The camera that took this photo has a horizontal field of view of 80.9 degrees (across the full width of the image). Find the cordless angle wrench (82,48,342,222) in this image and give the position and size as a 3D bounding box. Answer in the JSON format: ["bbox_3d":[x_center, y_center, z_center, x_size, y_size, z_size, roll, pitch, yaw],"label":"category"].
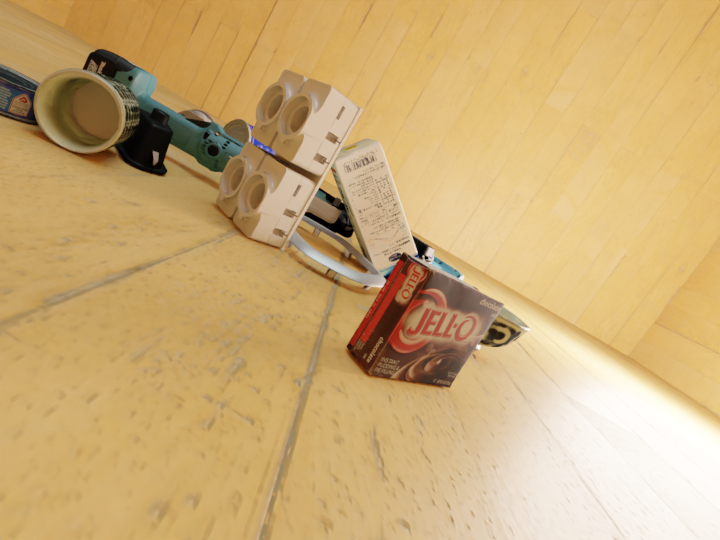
[{"bbox_3d":[-0.218,-0.185,0.645,0.420,0.098,0.075,30,11,-3],"label":"cordless angle wrench"}]

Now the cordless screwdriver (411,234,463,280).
[{"bbox_3d":[0.109,-0.029,0.884,0.168,0.074,0.236,37,8,32],"label":"cordless screwdriver"}]

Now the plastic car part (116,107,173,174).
[{"bbox_3d":[-0.269,-0.173,0.541,0.062,0.071,0.123,19,13,-42],"label":"plastic car part"}]

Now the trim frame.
[{"bbox_3d":[-0.059,-0.039,0.606,0.175,0.027,0.262,24,14,-34],"label":"trim frame"}]

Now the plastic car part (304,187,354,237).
[{"bbox_3d":[-0.098,-0.133,0.834,0.207,0.066,0.066,32,20,10],"label":"plastic car part"}]
